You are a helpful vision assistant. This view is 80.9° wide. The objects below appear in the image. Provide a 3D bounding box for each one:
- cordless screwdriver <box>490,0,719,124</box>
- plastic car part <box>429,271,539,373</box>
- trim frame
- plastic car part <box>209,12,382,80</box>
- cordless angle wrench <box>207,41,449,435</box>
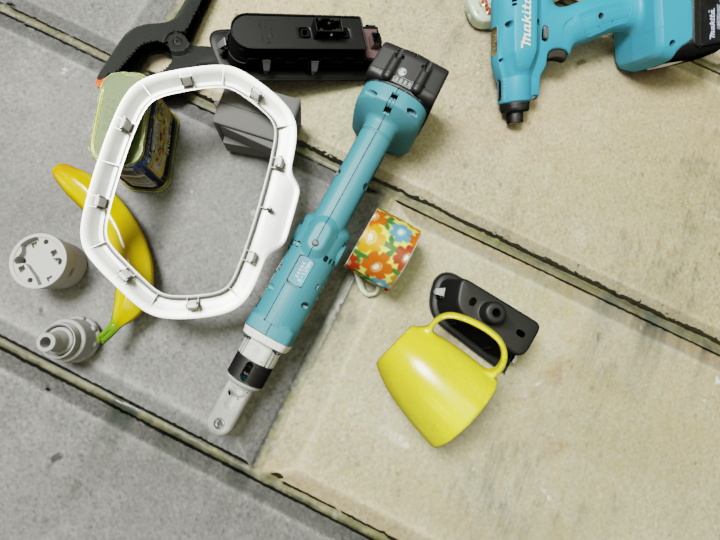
[{"bbox_3d":[0.275,-0.258,0.488,0.248,0.075,0.157,-4,100,-2],"label":"cordless screwdriver"},{"bbox_3d":[0.130,0.048,0.435,0.117,0.071,0.066,35,79,-1],"label":"plastic car part"},{"bbox_3d":[-0.152,-0.077,0.397,0.180,0.028,0.249,17,83,-11],"label":"trim frame"},{"bbox_3d":[-0.060,-0.247,0.464,0.199,0.068,0.066,-9,92,-15],"label":"plastic car part"},{"bbox_3d":[-0.042,-0.028,0.434,0.075,0.097,0.423,28,84,2],"label":"cordless angle wrench"}]
